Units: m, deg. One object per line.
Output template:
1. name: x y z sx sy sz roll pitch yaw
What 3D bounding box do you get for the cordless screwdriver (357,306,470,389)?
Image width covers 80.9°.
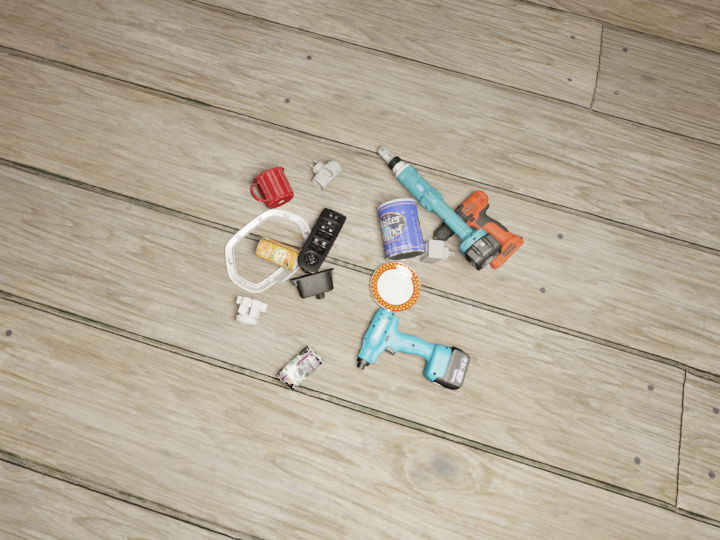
1. cordless screwdriver: 0.123 0.214 1.026 0.253 0.073 0.159 26 76 9

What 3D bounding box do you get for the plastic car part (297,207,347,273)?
1. plastic car part: -0.106 -0.069 1.085 0.066 0.067 0.204 28 53 -5

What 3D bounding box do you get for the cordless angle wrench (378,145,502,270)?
1. cordless angle wrench: 0.182 -0.183 1.091 0.074 0.094 0.440 -41 67 5

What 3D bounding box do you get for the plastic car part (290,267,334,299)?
1. plastic car part: -0.115 0.039 1.075 0.115 0.067 0.071 -12 93 -9

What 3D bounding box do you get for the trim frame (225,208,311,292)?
1. trim frame: -0.240 -0.055 1.110 0.246 0.027 0.187 -40 81 -13
